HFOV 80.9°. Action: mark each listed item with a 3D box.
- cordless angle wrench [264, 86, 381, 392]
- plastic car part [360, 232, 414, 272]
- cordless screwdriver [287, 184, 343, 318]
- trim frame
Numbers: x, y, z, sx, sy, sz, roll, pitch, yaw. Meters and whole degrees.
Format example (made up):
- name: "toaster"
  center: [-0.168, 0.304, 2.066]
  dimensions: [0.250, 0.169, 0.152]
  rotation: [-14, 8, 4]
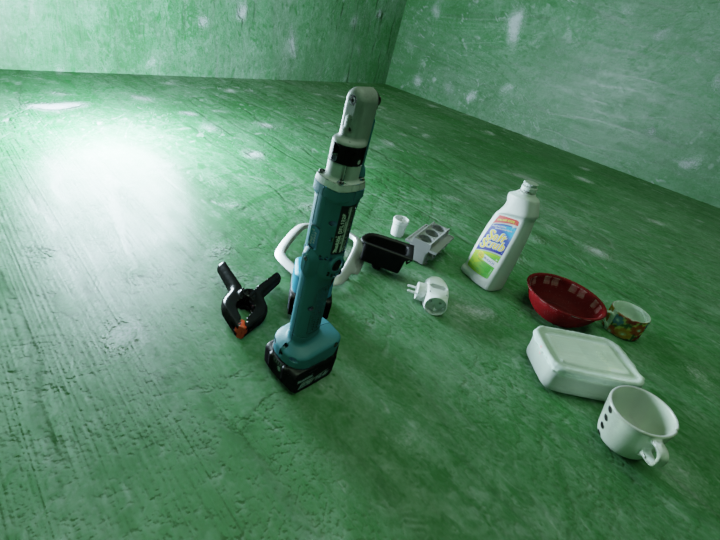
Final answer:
- name: "cordless angle wrench"
  center: [-0.047, -0.019, 0.546]
  dimensions: [0.094, 0.416, 0.078]
  rotation: [-17, 44, -43]
- name: "plastic car part"
  center: [0.051, -0.032, 0.925]
  dimensions: [0.118, 0.070, 0.066]
  rotation: [17, 32, 5]
- name: "cordless screwdriver"
  center: [-0.073, -0.047, 0.742]
  dimensions: [0.073, 0.244, 0.164]
  rotation: [9, 32, -11]
- name: "trim frame"
  center: [-0.083, -0.041, 0.933]
  dimensions: [0.187, 0.027, 0.249]
  rotation: [17, 32, 7]
